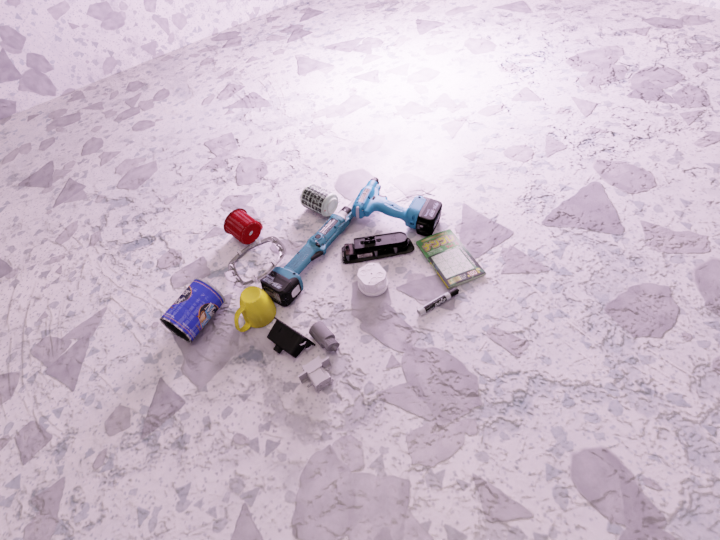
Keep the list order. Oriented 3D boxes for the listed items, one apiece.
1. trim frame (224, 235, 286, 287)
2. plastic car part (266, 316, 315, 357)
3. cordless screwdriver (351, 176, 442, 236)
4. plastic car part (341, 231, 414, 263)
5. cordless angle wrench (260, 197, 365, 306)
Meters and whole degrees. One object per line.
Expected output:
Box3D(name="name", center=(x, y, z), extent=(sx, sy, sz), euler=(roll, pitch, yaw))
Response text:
Box3D(name="trim frame", center=(-0.300, -0.030, 1.190), extent=(0.183, 0.026, 0.261), euler=(-37, 33, -7))
Box3D(name="plastic car part", center=(-0.181, 0.172, 1.036), extent=(0.123, 0.062, 0.071), euler=(23, 72, 31))
Box3D(name="cordless screwdriver", center=(0.113, -0.198, 1.248), extent=(0.257, 0.071, 0.160), euler=(16, 55, 18))
Box3D(name="plastic car part", center=(0.047, -0.072, 1.185), extent=(0.204, 0.064, 0.068), euler=(-6, 43, 4))
Box3D(name="cordless angle wrench", center=(-0.119, -0.078, 1.220), extent=(0.102, 0.071, 0.420), euler=(24, 57, 24))
